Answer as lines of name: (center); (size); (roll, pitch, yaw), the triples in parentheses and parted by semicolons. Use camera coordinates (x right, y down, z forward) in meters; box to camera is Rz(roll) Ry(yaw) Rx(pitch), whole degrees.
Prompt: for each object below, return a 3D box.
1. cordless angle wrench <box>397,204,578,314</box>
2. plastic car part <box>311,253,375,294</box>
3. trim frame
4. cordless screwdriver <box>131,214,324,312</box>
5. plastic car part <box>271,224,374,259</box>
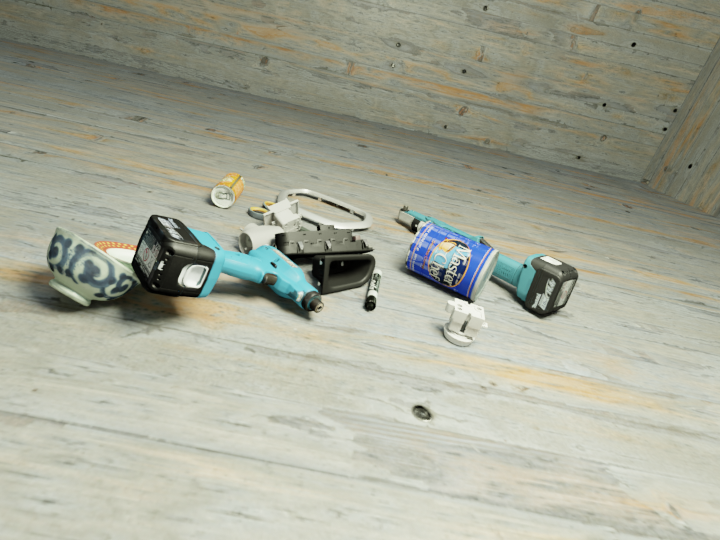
cordless angle wrench: (0.234, -0.050, 0.918); (0.071, 0.096, 0.448); (-7, 29, -38)
plastic car part: (-0.039, -0.005, 0.737); (0.111, 0.065, 0.075); (-8, 19, -42)
trim frame: (-0.088, -0.149, 1.021); (0.258, 0.027, 0.180); (22, 29, 20)
cordless screwdriver: (-0.169, 0.004, 0.583); (0.168, 0.074, 0.236); (35, 14, 36)
plastic car part: (-0.076, -0.050, 0.775); (0.196, 0.067, 0.069); (-9, 6, -28)
